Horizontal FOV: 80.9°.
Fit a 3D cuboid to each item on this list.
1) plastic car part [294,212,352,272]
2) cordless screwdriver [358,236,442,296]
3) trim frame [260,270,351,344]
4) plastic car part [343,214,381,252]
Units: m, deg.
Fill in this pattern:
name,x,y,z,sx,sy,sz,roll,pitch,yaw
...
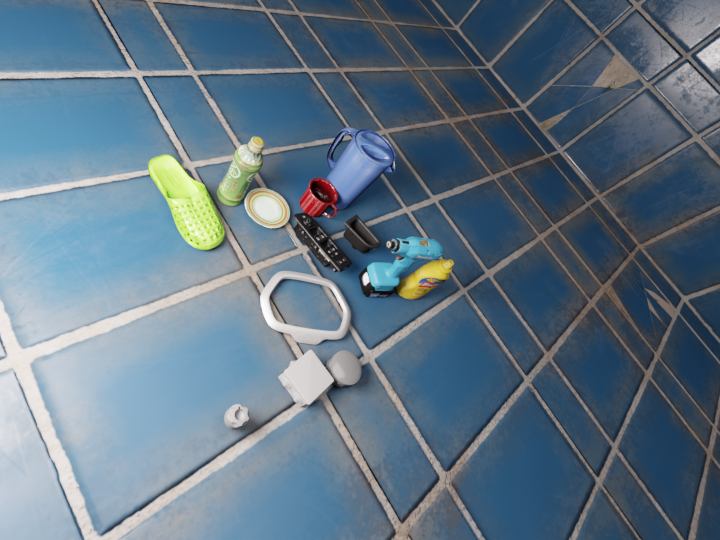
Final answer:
name,x,y,z,sx,sy,sz,roll,pitch,yaw
plastic car part,-0.113,-0.074,1.157,0.064,0.068,0.206,-30,79,-43
cordless screwdriver,0.078,-0.012,1.111,0.152,0.252,0.077,6,60,-33
trim frame,-0.133,0.091,1.057,0.238,0.028,0.190,12,54,-26
plastic car part,-0.005,-0.094,1.238,0.118,0.072,0.064,50,46,5
